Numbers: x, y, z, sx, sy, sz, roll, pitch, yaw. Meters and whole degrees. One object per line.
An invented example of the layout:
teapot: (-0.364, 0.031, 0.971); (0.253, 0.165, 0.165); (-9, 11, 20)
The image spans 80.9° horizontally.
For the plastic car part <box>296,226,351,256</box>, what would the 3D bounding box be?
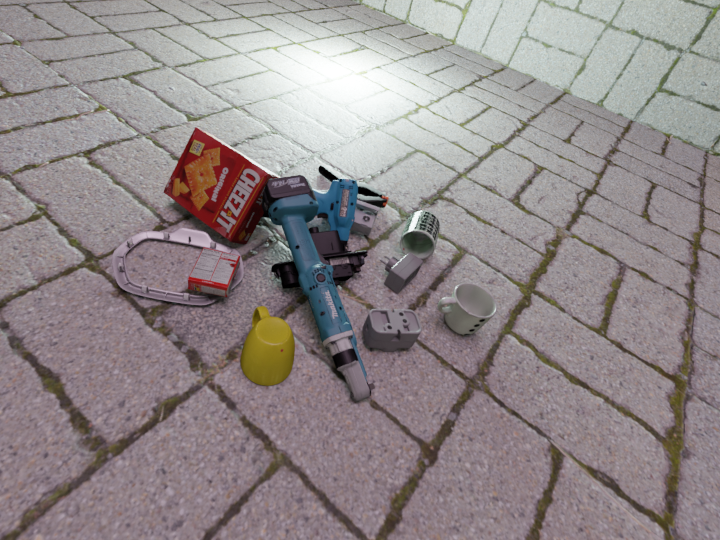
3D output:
plastic car part: (-0.087, -0.057, 0.890); (0.114, 0.067, 0.072); (-4, 81, -17)

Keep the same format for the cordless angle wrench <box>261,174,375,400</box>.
cordless angle wrench: (-0.077, 0.022, 0.763); (0.095, 0.074, 0.436); (-13, 67, -23)

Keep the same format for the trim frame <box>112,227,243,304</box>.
trim frame: (-0.350, -0.014, 0.817); (0.247, 0.027, 0.189); (9, 42, -4)

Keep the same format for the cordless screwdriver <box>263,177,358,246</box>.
cordless screwdriver: (-0.136, -0.136, 0.947); (0.251, 0.158, 0.074); (7, 4, 4)

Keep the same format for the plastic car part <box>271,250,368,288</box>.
plastic car part: (-0.083, 0.003, 0.855); (0.196, 0.067, 0.068); (-3, 78, -22)
